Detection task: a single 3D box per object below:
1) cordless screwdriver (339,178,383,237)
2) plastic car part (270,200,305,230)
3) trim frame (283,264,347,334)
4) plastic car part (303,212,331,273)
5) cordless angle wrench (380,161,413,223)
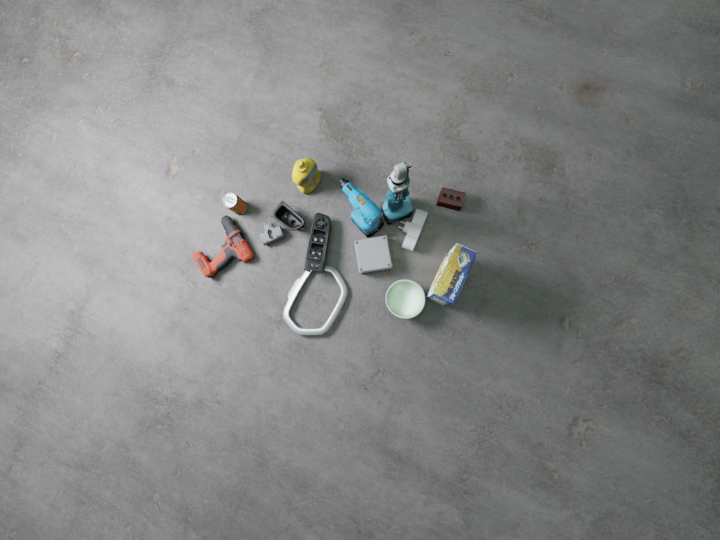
[{"bbox_3d":[0.001,-0.193,1.317,0.074,0.244,0.163,-40,81,-2],"label":"cordless screwdriver"},{"bbox_3d":[-0.238,-0.172,1.439,0.119,0.069,0.066,39,87,12],"label":"plastic car part"},{"bbox_3d":[-0.151,0.097,1.399,0.189,0.027,0.248,27,85,12],"label":"trim frame"},{"bbox_3d":[-0.138,-0.090,1.411,0.067,0.065,0.204,7,81,7],"label":"plastic car part"},{"bbox_3d":[0.107,-0.223,1.218,0.098,0.414,0.075,-21,82,1],"label":"cordless angle wrench"}]
